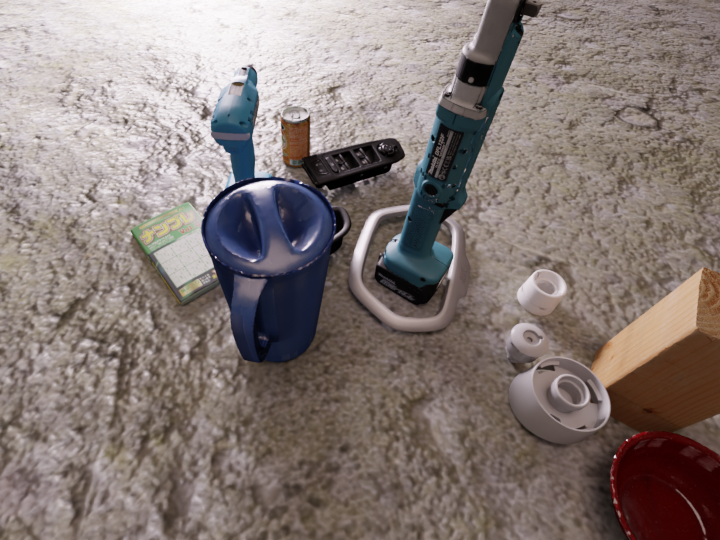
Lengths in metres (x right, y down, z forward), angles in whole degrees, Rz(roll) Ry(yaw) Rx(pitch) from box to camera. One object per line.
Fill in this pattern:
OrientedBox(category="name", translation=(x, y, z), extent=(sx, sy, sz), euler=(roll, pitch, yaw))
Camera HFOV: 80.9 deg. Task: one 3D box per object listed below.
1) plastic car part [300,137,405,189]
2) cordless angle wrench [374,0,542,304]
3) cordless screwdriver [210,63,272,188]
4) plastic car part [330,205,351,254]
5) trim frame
OrientedBox(category="plastic car part", translation=(-0.008, -0.190, 0.776), extent=(0.199, 0.065, 0.069), euler=(-23, 59, -19))
OrientedBox(category="cordless angle wrench", translation=(0.097, -0.107, 0.500), extent=(0.101, 0.412, 0.074), euler=(33, 56, 16))
OrientedBox(category="cordless screwdriver", translation=(-0.173, -0.172, 0.645), extent=(0.074, 0.242, 0.164), euler=(3, 53, -5))
OrientedBox(category="plastic car part", translation=(-0.064, -0.042, 0.659), extent=(0.114, 0.069, 0.069), euler=(-33, 62, -25))
OrientedBox(category="trim frame", translation=(0.082, -0.014, 0.669), extent=(0.187, 0.027, 0.251), euler=(13, 53, 8))
